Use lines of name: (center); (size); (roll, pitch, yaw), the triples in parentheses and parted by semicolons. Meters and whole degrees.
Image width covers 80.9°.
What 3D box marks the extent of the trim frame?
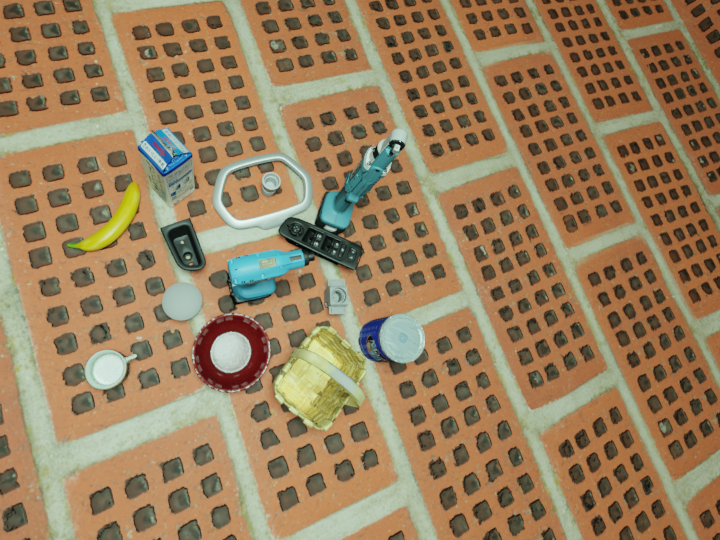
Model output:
trim frame: (-0.235, -0.192, 1.025); (0.243, 0.028, 0.187); (-20, 81, -19)

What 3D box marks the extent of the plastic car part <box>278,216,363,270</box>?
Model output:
plastic car part: (-0.098, -0.064, 1.005); (0.200, 0.067, 0.067); (26, 71, -7)

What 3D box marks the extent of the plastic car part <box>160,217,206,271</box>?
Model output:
plastic car part: (-0.382, -0.044, 0.924); (0.064, 0.071, 0.118); (-23, 83, -21)

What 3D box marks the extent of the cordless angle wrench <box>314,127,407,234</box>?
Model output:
cordless angle wrench: (-0.004, -0.177, 0.869); (0.073, 0.428, 0.099); (20, 73, -15)

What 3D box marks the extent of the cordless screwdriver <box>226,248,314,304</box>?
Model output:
cordless screwdriver: (-0.193, 0.008, 0.863); (0.155, 0.252, 0.075); (-12, 83, -20)
